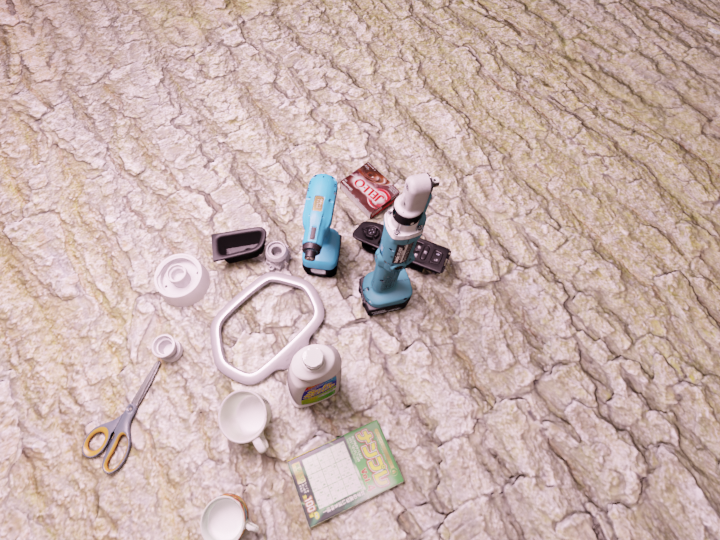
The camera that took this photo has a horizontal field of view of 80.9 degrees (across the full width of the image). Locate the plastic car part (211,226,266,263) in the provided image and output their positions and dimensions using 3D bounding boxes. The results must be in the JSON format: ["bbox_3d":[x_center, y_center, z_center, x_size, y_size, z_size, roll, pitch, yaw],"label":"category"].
[{"bbox_3d":[-0.254,-0.047,0.909,0.116,0.069,0.068,-10,66,-4],"label":"plastic car part"}]

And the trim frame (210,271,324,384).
[{"bbox_3d":[-0.189,0.111,0.853,0.191,0.027,0.246,41,72,19],"label":"trim frame"}]

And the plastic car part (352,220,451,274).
[{"bbox_3d":[0.082,-0.047,0.901,0.208,0.065,0.066,24,67,12],"label":"plastic car part"}]

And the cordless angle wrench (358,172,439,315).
[{"bbox_3d":[0.058,-0.027,0.699,0.097,0.413,0.077,-11,67,-8],"label":"cordless angle wrench"}]

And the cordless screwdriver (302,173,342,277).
[{"bbox_3d":[-0.079,-0.052,0.809,0.075,0.243,0.162,8,66,0],"label":"cordless screwdriver"}]
